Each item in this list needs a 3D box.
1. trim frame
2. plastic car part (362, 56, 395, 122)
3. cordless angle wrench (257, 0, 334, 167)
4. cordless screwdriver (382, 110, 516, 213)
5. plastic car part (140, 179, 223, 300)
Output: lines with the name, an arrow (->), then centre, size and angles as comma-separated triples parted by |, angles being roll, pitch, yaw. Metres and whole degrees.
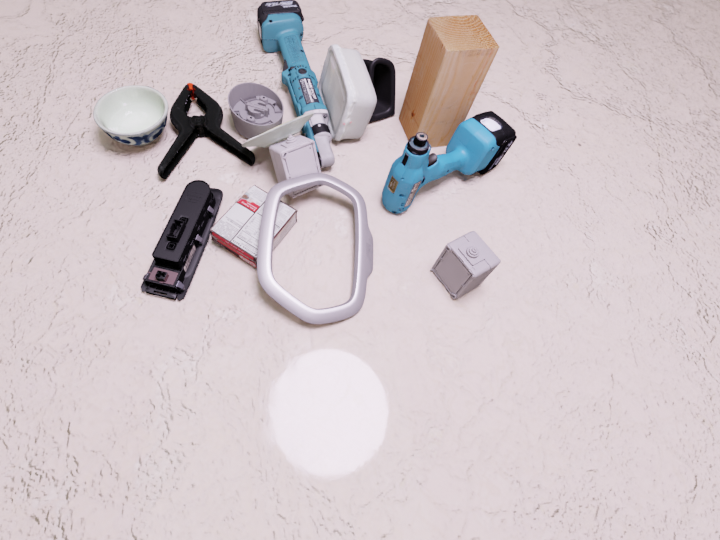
trim frame -> -0.063, -0.041, 0.642 | 0.180, 0.027, 0.254 | 7, 64, -14
plastic car part -> 0.024, -0.358, 0.817 | 0.064, 0.112, 0.075 | -22, 42, -22
cordless angle wrench -> -0.118, -0.371, 0.832 | 0.096, 0.073, 0.438 | -12, 64, -13
cordless screwdriver -> 0.150, -0.197, 0.699 | 0.244, 0.156, 0.077 | -29, 70, -23
plastic car part -> -0.269, -0.061, 0.642 | 0.067, 0.065, 0.207 | 8, 57, 5
